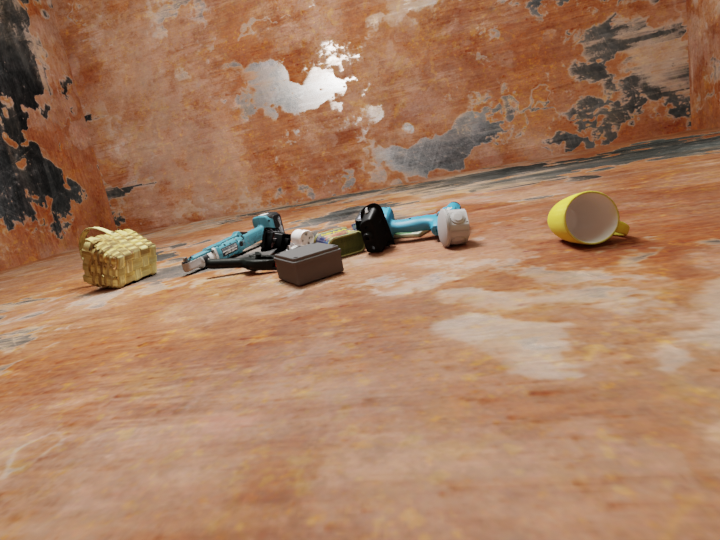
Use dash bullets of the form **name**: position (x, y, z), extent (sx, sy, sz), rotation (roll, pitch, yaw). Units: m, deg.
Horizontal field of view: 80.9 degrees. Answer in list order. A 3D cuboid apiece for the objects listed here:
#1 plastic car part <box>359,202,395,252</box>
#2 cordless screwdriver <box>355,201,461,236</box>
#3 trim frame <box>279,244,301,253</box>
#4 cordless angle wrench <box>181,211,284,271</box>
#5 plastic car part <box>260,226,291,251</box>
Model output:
- **plastic car part**: position (0.027, -0.087, 0.968), extent (0.068, 0.111, 0.071), rotation (-5, 37, 26)
- **cordless screwdriver**: position (0.121, -0.124, 1.045), extent (0.258, 0.072, 0.158), rotation (-1, 28, 24)
- **trim frame**: position (-0.115, -0.075, 1.172), extent (0.192, 0.027, 0.241), rotation (-1, 16, 32)
- **cordless angle wrench**: position (-0.389, -0.083, 1.315), extent (0.077, 0.096, 0.415), rotation (-4, 20, 29)
- **plastic car part**: position (-0.234, -0.090, 1.209), extent (0.067, 0.066, 0.203), rotation (1, 5, -2)
